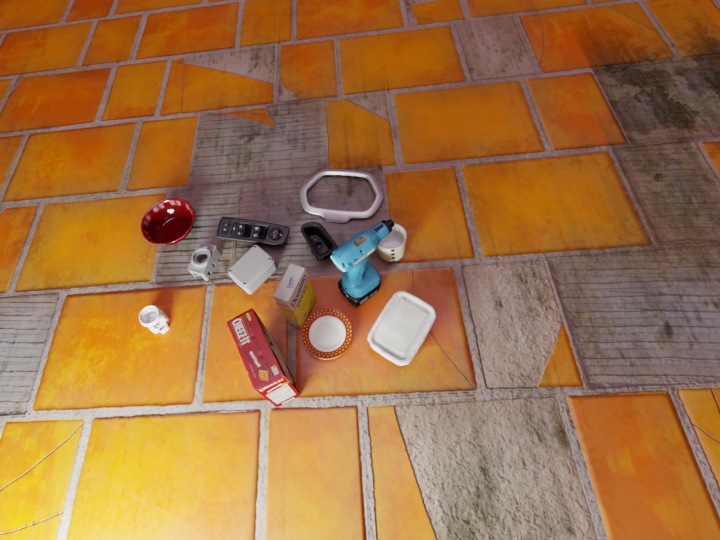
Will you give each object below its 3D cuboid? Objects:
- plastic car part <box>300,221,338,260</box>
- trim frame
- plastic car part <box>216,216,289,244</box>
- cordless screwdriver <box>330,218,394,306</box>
[{"bbox_3d":[-0.113,-0.074,1.151,0.065,0.068,0.122,-30,63,-11],"label":"plastic car part"},{"bbox_3d":[-0.058,-0.224,1.248,0.253,0.026,0.187,6,63,10],"label":"trim frame"},{"bbox_3d":[-0.298,-0.101,1.192,0.207,0.065,0.067,6,63,10],"label":"plastic car part"},{"bbox_3d":[0.013,-0.018,1.007,0.158,0.240,0.077,-37,68,-14],"label":"cordless screwdriver"}]
